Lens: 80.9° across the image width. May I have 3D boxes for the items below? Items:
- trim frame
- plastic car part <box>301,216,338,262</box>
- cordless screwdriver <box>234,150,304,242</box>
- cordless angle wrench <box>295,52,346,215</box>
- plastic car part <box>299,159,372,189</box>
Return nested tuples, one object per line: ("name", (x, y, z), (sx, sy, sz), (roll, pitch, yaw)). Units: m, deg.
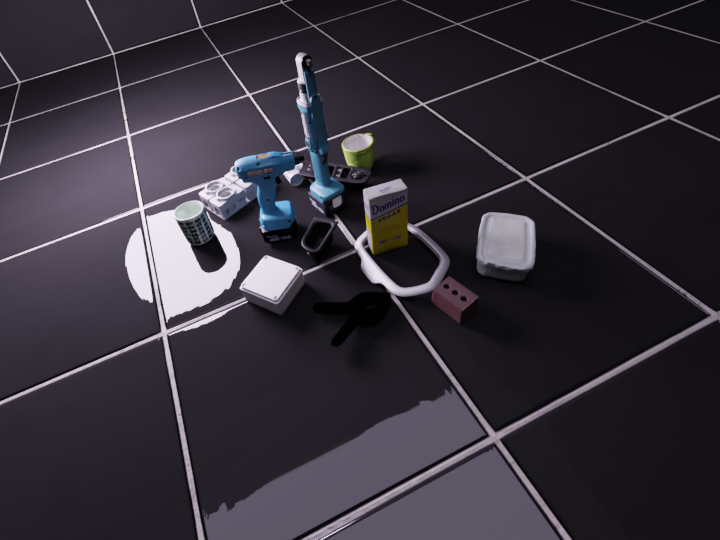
("trim frame", (0.092, -0.033, 0.997), (0.182, 0.026, 0.262), (-28, 50, -14))
("plastic car part", (-0.101, -0.066, 1.036), (0.068, 0.068, 0.117), (10, 51, 17))
("cordless screwdriver", (-0.199, -0.184, 1.044), (0.159, 0.239, 0.077), (-10, 48, -1))
("cordless angle wrench", (-0.105, -0.318, 1.032), (0.073, 0.406, 0.103), (-32, 52, -20))
("plastic car part", (-0.069, -0.266, 1.210), (0.209, 0.064, 0.067), (9, 51, 18))
